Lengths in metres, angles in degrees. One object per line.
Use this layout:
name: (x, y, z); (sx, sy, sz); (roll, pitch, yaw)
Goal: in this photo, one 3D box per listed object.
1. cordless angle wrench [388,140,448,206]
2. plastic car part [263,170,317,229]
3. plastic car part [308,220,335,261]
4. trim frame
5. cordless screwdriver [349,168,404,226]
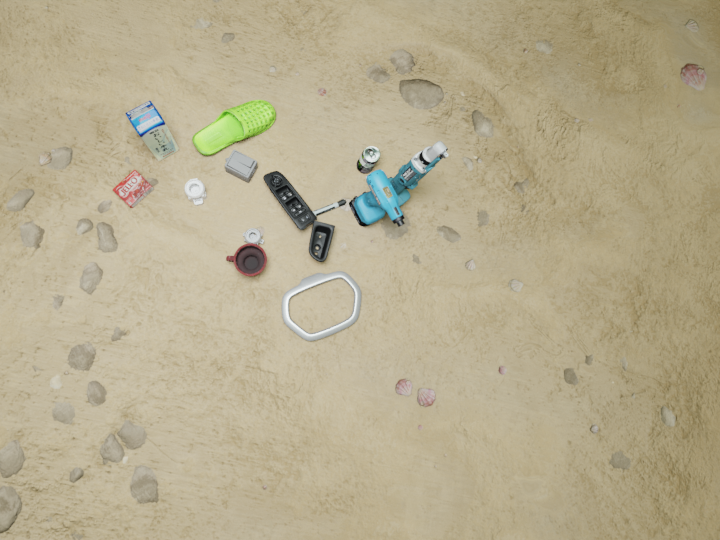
cordless angle wrench: (0.132, -0.255, 1.140); (0.074, 0.426, 0.098); (-39, 93, -13)
plastic car part: (-0.215, -0.212, 1.271); (0.066, 0.067, 0.204); (-36, 87, -12)
plastic car part: (-0.123, -0.081, 1.259); (0.065, 0.071, 0.117); (13, 80, -8)
trim frame: (-0.113, 0.100, 1.252); (0.245, 0.027, 0.186); (-22, 84, -10)
cordless screwdriver: (0.049, -0.177, 1.206); (0.073, 0.250, 0.160); (-27, 89, -14)
